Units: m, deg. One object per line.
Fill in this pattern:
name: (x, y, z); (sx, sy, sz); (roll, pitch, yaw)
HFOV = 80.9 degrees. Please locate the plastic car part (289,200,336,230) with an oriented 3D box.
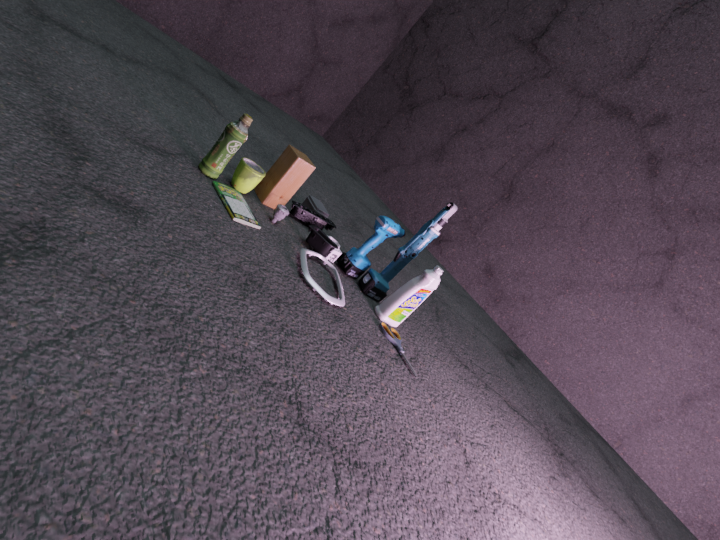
plastic car part: (-0.188, -0.200, 1.592); (0.193, 0.067, 0.069); (31, 21, -33)

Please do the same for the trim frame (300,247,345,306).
trim frame: (-0.114, 0.018, 1.288); (0.176, 0.028, 0.258); (33, 19, -27)

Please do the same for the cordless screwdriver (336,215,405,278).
cordless screwdriver: (0.044, -0.078, 1.491); (0.150, 0.250, 0.078); (21, 28, -51)

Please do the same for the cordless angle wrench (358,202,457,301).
cordless angle wrench: (0.168, -0.067, 1.438); (0.093, 0.425, 0.078); (33, 21, -32)

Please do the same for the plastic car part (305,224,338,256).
plastic car part: (-0.139, -0.091, 1.425); (0.120, 0.071, 0.064); (47, 18, 15)
